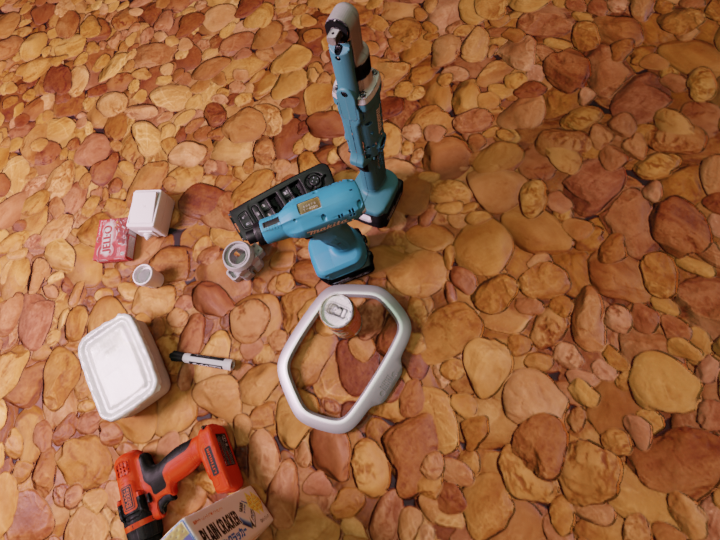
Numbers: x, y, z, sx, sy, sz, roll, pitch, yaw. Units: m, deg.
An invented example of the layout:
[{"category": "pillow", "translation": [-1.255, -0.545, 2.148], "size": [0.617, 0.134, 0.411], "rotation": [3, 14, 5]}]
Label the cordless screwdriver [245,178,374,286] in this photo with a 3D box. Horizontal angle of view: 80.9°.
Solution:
[{"category": "cordless screwdriver", "translation": [-0.063, -0.041, 0.640], "size": [0.160, 0.240, 0.077], "rotation": [-20, 71, 2]}]

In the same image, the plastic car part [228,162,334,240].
[{"category": "plastic car part", "translation": [-0.136, -0.122, 0.780], "size": [0.203, 0.065, 0.069], "rotation": [-32, 69, -1]}]

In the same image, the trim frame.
[{"category": "trim frame", "translation": [-0.027, 0.135, 0.684], "size": [0.191, 0.026, 0.248], "rotation": [29, 79, 20]}]

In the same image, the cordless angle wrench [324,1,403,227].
[{"category": "cordless angle wrench", "translation": [0.006, -0.183, 0.587], "size": [0.077, 0.409, 0.098], "rotation": [23, 77, 13]}]
